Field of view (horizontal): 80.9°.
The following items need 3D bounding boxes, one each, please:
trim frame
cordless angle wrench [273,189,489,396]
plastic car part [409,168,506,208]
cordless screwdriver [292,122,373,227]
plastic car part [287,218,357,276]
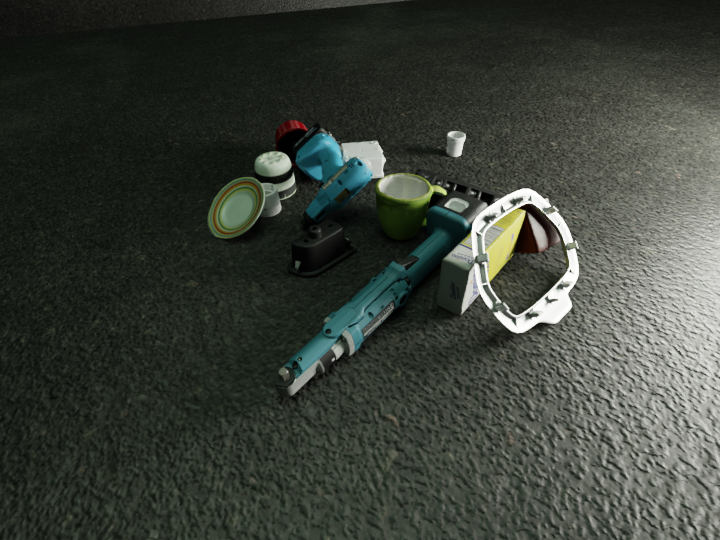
[{"bbox_3d":[0.241,-0.019,0.599,0.242,0.184,0.028,-28,2,-36],"label":"trim frame"},{"bbox_3d":[0.041,0.026,0.606,0.078,0.094,0.416,30,56,31],"label":"cordless angle wrench"},{"bbox_3d":[0.189,-0.121,0.764,0.210,0.065,0.066,18,38,18],"label":"plastic car part"},{"bbox_3d":[-0.082,-0.193,0.851,0.160,0.070,0.261,-43,38,11],"label":"cordless screwdriver"},{"bbox_3d":[-0.068,-0.045,0.700,0.070,0.069,0.114,31,48,34],"label":"plastic car part"}]
